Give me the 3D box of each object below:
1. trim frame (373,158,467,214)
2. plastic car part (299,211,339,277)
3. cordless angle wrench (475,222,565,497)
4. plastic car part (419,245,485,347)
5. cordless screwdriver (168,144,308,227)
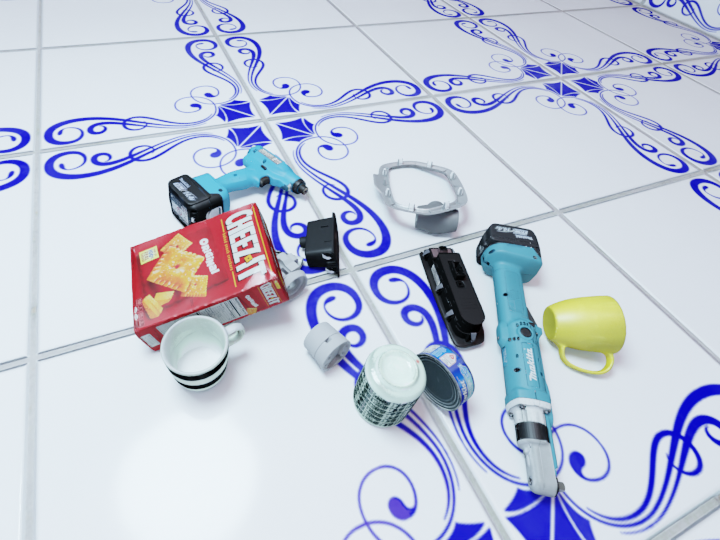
[{"bbox_3d":[0.119,-0.180,0.874,0.185,0.027,0.255,0,38,2],"label":"trim frame"},{"bbox_3d":[-0.074,-0.048,0.756,0.071,0.063,0.121,-8,47,2],"label":"plastic car part"},{"bbox_3d":[0.244,0.107,0.650,0.098,0.072,0.432,9,51,-1],"label":"cordless angle wrench"},{"bbox_3d":[0.162,0.031,0.711,0.065,0.066,0.210,3,51,-16],"label":"plastic car part"},{"bbox_3d":[-0.230,-0.154,0.817,0.166,0.073,0.244,35,50,21],"label":"cordless screwdriver"}]
